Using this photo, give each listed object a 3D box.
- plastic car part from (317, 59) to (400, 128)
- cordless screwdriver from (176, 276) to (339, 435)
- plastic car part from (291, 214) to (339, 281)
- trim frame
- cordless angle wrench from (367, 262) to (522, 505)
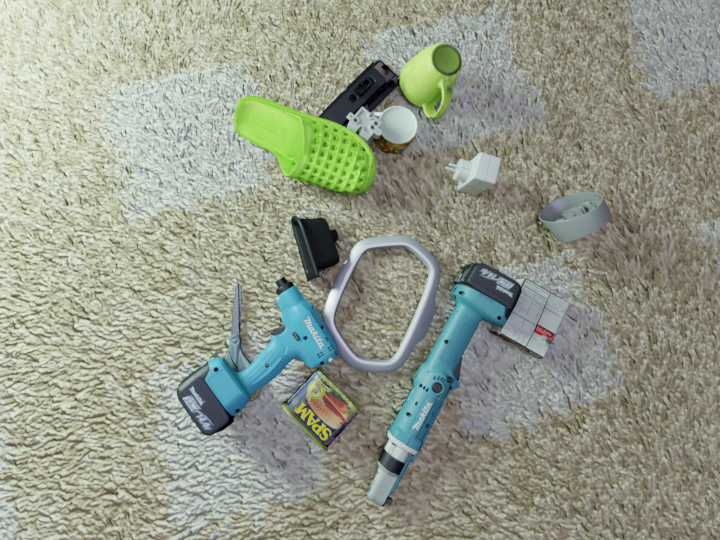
[{"bbox_3d":[-0.010,-0.307,0.768,0.066,0.068,0.202,44,86,-7],"label":"plastic car part"},{"bbox_3d":[-0.174,0.132,0.680,0.246,0.075,0.160,-32,86,-14],"label":"cordless screwdriver"},{"bbox_3d":[-0.072,-0.047,0.733,0.069,0.067,0.118,-11,80,-21],"label":"plastic car part"},{"bbox_3d":[0.040,0.055,0.736,0.185,0.027,0.249,24,80,2],"label":"trim frame"},{"bbox_3d":[0.122,0.188,0.700,0.098,0.074,0.423,30,85,0],"label":"cordless angle wrench"}]
